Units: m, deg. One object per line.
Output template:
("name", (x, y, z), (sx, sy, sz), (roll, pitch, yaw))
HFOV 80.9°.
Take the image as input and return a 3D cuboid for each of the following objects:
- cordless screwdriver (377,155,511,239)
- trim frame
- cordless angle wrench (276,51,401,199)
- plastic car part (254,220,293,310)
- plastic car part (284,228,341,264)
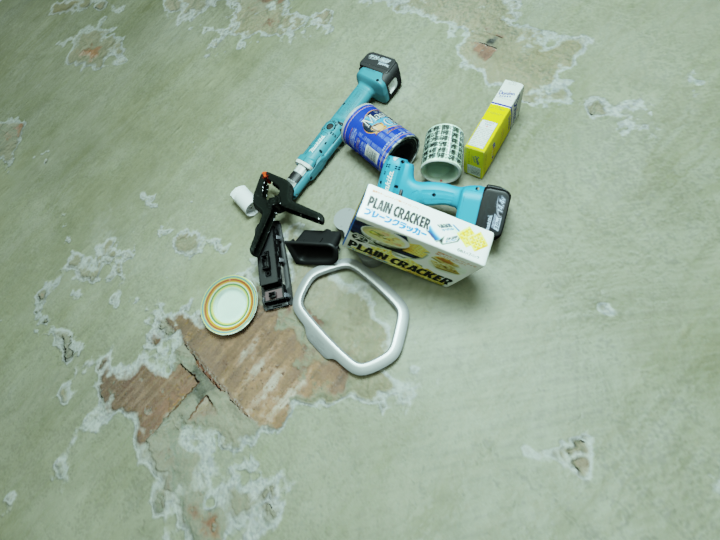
("cordless screwdriver", (0.144, -0.114, 0.810), (0.258, 0.072, 0.158), (20, 105, 20))
("trim frame", (-0.023, 0.082, 0.811), (0.183, 0.026, 0.260), (-45, 63, -7))
("cordless angle wrench", (-0.061, -0.318, 0.981), (0.103, 0.071, 0.422), (32, 82, 26))
("plastic car part", (-0.194, -0.022, 0.895), (0.067, 0.063, 0.210), (-19, 60, 14))
("plastic car part", (-0.085, -0.056, 0.869), (0.121, 0.063, 0.071), (0, 45, 28))
